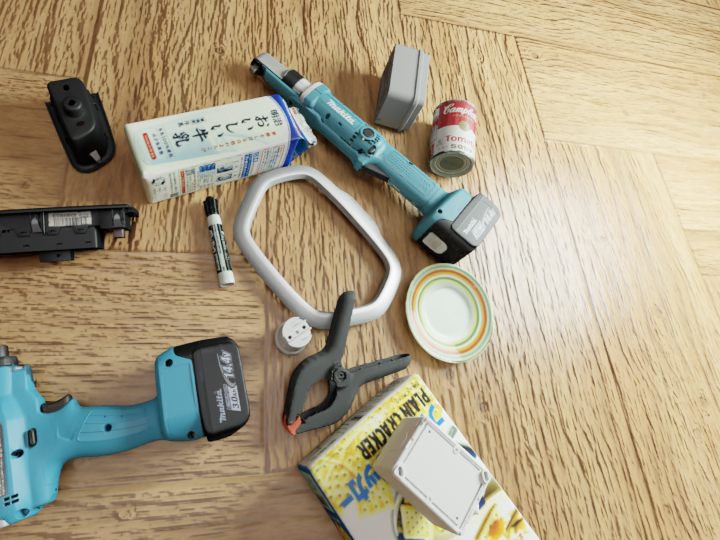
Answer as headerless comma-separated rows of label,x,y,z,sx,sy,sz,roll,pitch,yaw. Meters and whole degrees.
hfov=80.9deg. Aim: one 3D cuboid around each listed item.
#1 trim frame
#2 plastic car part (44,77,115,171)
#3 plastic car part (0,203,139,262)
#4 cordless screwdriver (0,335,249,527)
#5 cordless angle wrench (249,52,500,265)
trim frame,-0.055,-0.036,0.563,0.182,0.027,0.253,-40,81,-24
plastic car part,-0.349,-0.190,0.523,0.064,0.071,0.120,-22,74,-22
plastic car part,-0.357,-0.042,0.469,0.198,0.068,0.067,-1,96,-17
cordless screwdriver,-0.242,0.123,0.421,0.244,0.074,0.163,-16,74,-17
cordless angle wrench,0.003,-0.181,0.616,0.429,0.074,0.097,42,63,7
